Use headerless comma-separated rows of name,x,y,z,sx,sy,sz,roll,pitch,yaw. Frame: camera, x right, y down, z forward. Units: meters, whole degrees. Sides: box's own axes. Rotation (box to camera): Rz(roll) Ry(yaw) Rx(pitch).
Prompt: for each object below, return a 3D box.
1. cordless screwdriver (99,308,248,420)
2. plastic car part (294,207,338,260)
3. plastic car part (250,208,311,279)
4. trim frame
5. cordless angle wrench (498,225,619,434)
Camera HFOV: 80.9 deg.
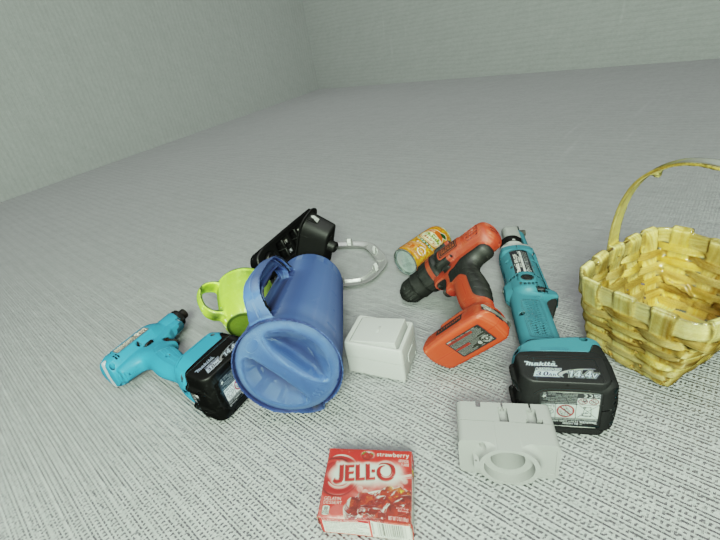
cordless screwdriver,-0.256,0.122,0.636,0.260,0.072,0.157,3,33,31
plastic car part,-0.077,-0.050,0.788,0.073,0.114,0.065,28,42,14
plastic car part,-0.156,-0.053,0.855,0.070,0.064,0.201,-5,30,30
trim frame,-0.071,-0.015,0.837,0.255,0.026,0.186,-1,33,16
cordless angle wrench,0.242,0.033,0.608,0.100,0.072,0.427,-4,29,13
